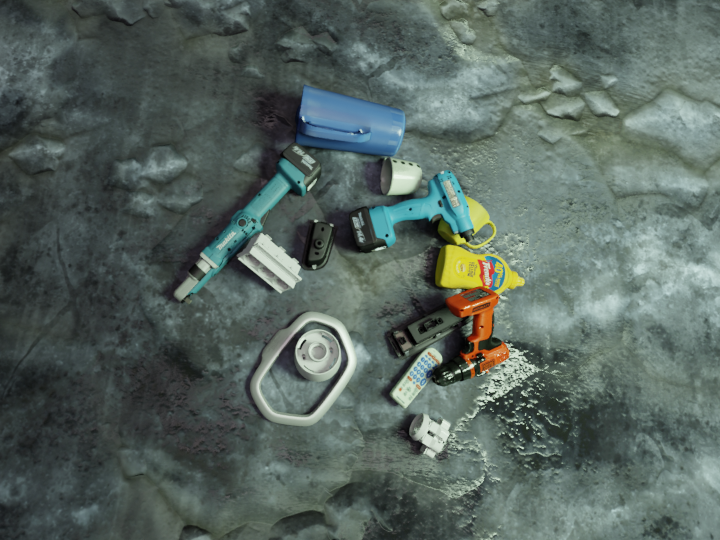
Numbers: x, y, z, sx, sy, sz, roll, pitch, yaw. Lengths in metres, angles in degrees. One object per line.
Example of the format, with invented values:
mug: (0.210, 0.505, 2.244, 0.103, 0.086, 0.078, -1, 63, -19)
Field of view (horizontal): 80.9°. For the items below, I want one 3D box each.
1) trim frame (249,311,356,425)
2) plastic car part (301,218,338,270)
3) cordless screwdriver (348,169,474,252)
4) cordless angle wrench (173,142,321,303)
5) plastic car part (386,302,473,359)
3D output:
trim frame: (-0.119, 0.206, 0.892, 0.185, 0.027, 0.248, 37, 80, 3)
plastic car part: (-0.091, -0.059, 0.927, 0.066, 0.070, 0.118, 14, 75, -3)
cordless screwdriver: (0.109, -0.099, 0.913, 0.251, 0.072, 0.162, -21, 79, 8)
cordless angle wrench: (-0.254, -0.099, 0.926, 0.098, 0.074, 0.422, 40, 80, 2)
plastic car part: (0.160, 0.114, 0.915, 0.200, 0.065, 0.069, -24, 64, -13)
